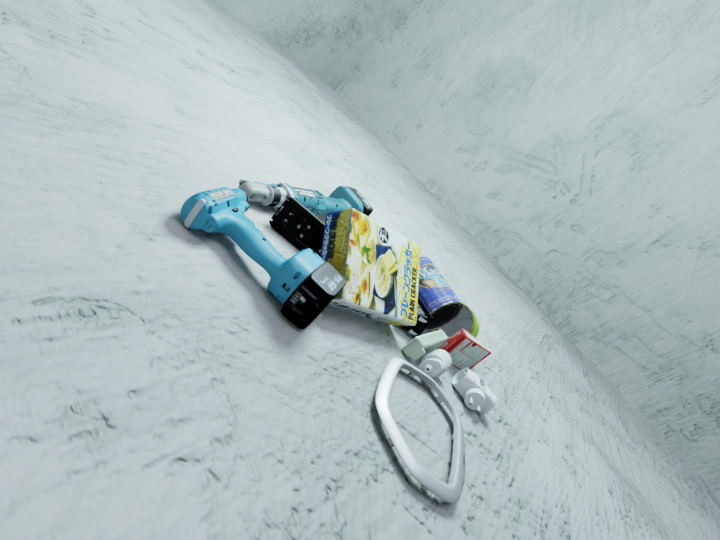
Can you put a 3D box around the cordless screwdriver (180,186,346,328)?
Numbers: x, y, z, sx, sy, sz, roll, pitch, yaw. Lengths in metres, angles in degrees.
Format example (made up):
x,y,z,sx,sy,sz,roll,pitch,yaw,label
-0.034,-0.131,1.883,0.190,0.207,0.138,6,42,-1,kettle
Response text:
x,y,z,sx,sy,sz,roll,pitch,yaw,label
-0.136,-0.036,0.640,0.249,0.075,0.158,40,21,0,cordless screwdriver

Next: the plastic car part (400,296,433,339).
x,y,z,sx,sy,sz,roll,pitch,yaw,label
0.083,0.074,0.864,0.068,0.066,0.122,12,32,-32,plastic car part

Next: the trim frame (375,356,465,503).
x,y,z,sx,sy,sz,roll,pitch,yaw,label
0.095,0.225,0.631,0.186,0.028,0.245,44,19,2,trim frame

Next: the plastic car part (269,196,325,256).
x,y,z,sx,sy,sz,roll,pitch,yaw,label
-0.078,-0.051,0.802,0.199,0.066,0.068,40,-4,-10,plastic car part

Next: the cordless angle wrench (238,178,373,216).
x,y,z,sx,sy,sz,roll,pitch,yaw,label
-0.108,-0.150,0.919,0.101,0.075,0.405,51,24,17,cordless angle wrench
